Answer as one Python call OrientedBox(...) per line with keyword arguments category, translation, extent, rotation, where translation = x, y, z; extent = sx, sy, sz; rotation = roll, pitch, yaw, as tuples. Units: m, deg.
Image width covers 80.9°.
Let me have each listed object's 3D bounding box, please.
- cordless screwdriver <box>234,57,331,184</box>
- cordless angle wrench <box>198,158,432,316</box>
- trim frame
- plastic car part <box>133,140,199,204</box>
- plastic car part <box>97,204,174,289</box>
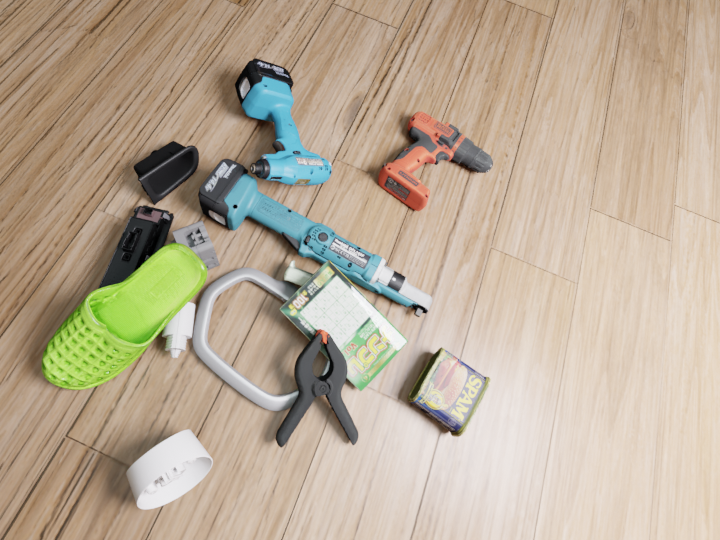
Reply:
OrientedBox(category="cordless screwdriver", translation=(-0.160, -0.261, 0.758), extent=(0.152, 0.075, 0.255), rotation=(-8, 67, -45))
OrientedBox(category="cordless angle wrench", translation=(-0.070, -0.046, 0.713), extent=(0.426, 0.074, 0.098), rotation=(29, 68, 3))
OrientedBox(category="trim frame", translation=(-0.146, 0.102, 0.666), extent=(0.253, 0.027, 0.183), rotation=(33, 69, 9))
OrientedBox(category="plastic car part", translation=(-0.349, -0.185, 0.748), extent=(0.074, 0.064, 0.116), rotation=(31, 64, 19))
OrientedBox(category="plastic car part", translation=(-0.364, -0.019, 0.675), extent=(0.065, 0.067, 0.206), rotation=(15, 69, -11))
